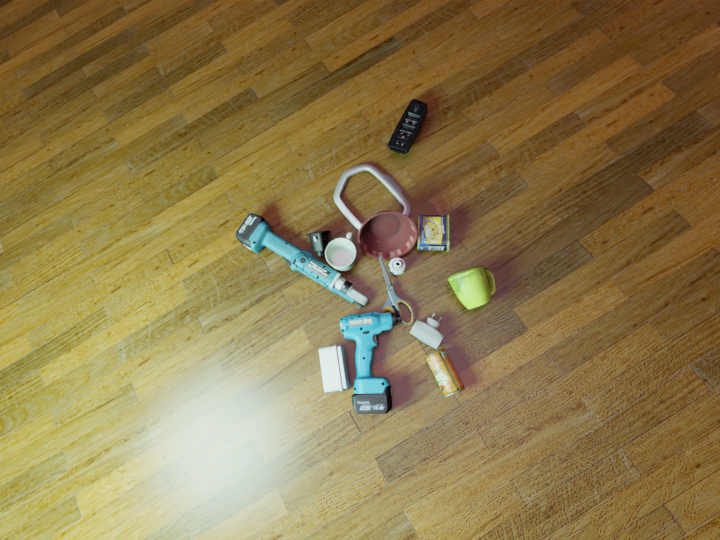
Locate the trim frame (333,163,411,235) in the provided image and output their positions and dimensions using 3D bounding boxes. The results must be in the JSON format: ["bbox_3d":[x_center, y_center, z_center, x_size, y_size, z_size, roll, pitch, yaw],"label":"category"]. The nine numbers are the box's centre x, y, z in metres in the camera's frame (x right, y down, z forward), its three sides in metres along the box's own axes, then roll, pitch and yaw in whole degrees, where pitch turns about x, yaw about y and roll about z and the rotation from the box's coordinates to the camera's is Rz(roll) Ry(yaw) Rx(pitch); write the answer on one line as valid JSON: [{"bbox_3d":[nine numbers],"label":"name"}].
[{"bbox_3d":[0.033,-0.208,1.245,0.184,0.026,0.258,-39,69,-3],"label":"trim frame"}]

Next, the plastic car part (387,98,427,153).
[{"bbox_3d":[0.148,-0.426,1.271,0.069,0.064,0.204,18,72,19],"label":"plastic car part"}]

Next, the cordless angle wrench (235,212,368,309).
[{"bbox_3d":[-0.161,-0.022,1.198,0.435,0.072,0.098,31,80,15],"label":"cordless angle wrench"}]

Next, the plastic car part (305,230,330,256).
[{"bbox_3d":[-0.116,-0.076,1.191,0.066,0.117,0.070,-10,97,3],"label":"plastic car part"}]

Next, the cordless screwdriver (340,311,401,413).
[{"bbox_3d":[0.040,0.231,1.077,0.161,0.072,0.254,-10,71,6],"label":"cordless screwdriver"}]
